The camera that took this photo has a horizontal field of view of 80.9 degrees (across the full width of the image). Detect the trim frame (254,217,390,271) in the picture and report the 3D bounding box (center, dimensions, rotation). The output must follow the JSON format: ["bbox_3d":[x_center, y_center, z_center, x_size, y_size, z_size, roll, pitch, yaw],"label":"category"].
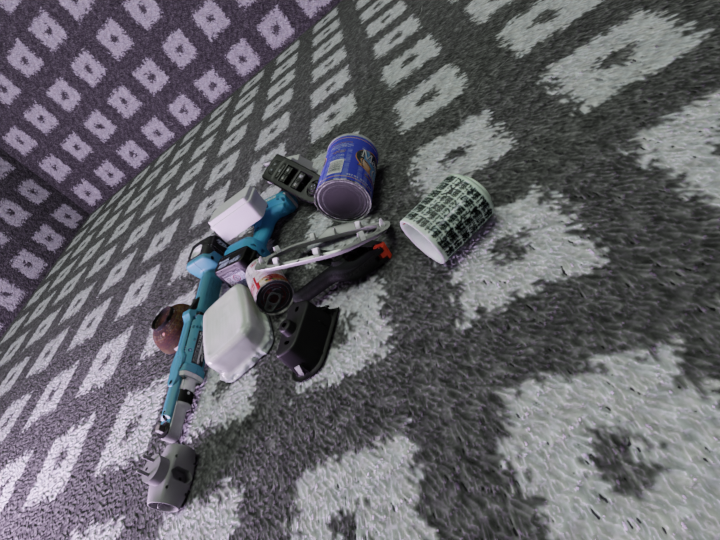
[{"bbox_3d":[-0.069,-0.045,0.702,0.257,0.027,0.181,-13,14,29],"label":"trim frame"}]

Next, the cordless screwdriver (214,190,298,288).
[{"bbox_3d":[-0.237,-0.066,0.923,0.164,0.071,0.252,-18,39,33],"label":"cordless screwdriver"}]

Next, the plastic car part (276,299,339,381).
[{"bbox_3d":[-0.085,0.090,0.609,0.068,0.067,0.118,-19,39,35],"label":"plastic car part"}]

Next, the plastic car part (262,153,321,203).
[{"bbox_3d":[-0.131,-0.187,0.916,0.215,0.063,0.066,32,80,41],"label":"plastic car part"}]

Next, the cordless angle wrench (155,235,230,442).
[{"bbox_3d":[-0.314,0.111,0.814,0.076,0.093,0.437,-28,42,23],"label":"cordless angle wrench"}]
